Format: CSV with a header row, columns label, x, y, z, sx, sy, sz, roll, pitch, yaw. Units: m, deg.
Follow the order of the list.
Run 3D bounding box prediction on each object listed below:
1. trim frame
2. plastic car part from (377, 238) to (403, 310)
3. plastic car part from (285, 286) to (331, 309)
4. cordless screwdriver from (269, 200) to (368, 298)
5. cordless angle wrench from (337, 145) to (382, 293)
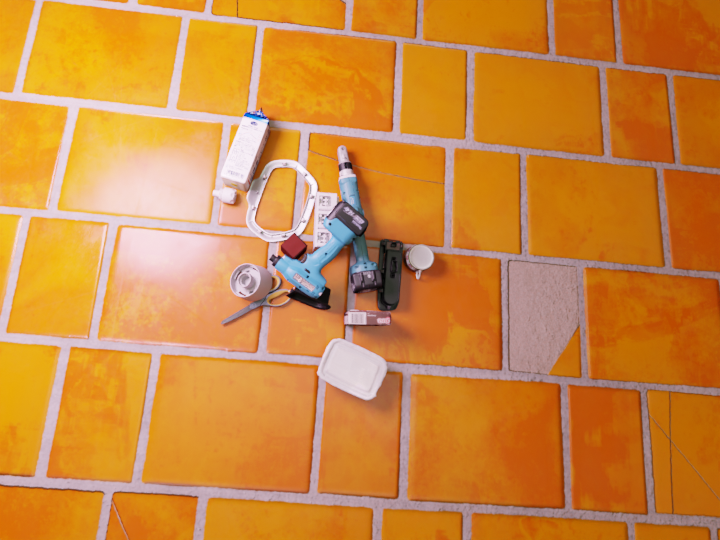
label,x,y,z,sx,sy,sz,roll,pitch,yaw
trim frame,-0.225,-0.200,1.195,0.184,0.027,0.250,18,80,0
plastic car part,0.087,0.011,1.160,0.065,0.068,0.204,8,81,-13
plastic car part,-0.130,0.055,1.133,0.113,0.067,0.072,22,64,-19
cordless screwdriver,-0.104,-0.068,1.062,0.157,0.075,0.249,36,95,-6
cordless angle wrench,-0.018,-0.152,1.171,0.074,0.097,0.430,-9,76,-6
